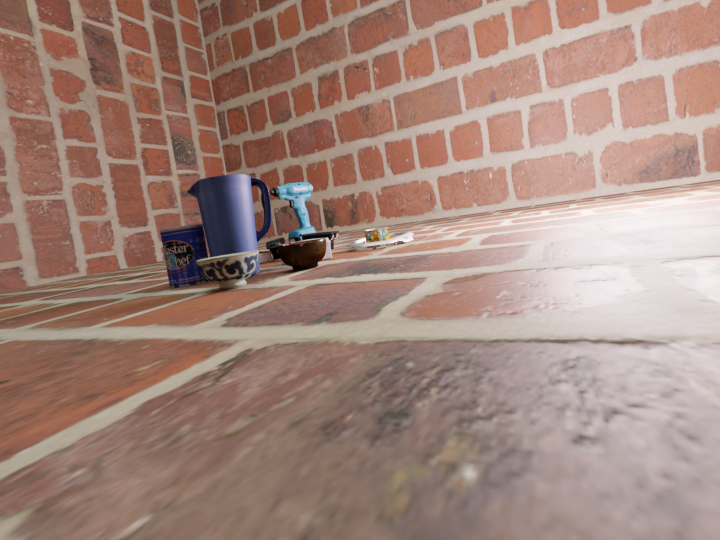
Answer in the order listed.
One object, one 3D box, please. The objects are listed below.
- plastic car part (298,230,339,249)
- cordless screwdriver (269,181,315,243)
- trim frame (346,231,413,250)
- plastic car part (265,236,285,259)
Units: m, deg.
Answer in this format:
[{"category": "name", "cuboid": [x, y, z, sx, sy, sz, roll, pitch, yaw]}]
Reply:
[{"category": "plastic car part", "cuboid": [-0.126, -0.083, 1.293, 0.120, 0.070, 0.064, -6, 6, 22]}, {"category": "cordless screwdriver", "cuboid": [-0.227, -0.180, 1.471, 0.153, 0.247, 0.078, -12, 4, -36]}, {"category": "trim frame", "cuboid": [0.065, -0.091, 1.294, 0.192, 0.027, 0.240, -5, 8, 31]}, {"category": "plastic car part", "cuboid": [-0.277, -0.070, 1.395, 0.065, 0.066, 0.207, -10, 7, -10]}]
